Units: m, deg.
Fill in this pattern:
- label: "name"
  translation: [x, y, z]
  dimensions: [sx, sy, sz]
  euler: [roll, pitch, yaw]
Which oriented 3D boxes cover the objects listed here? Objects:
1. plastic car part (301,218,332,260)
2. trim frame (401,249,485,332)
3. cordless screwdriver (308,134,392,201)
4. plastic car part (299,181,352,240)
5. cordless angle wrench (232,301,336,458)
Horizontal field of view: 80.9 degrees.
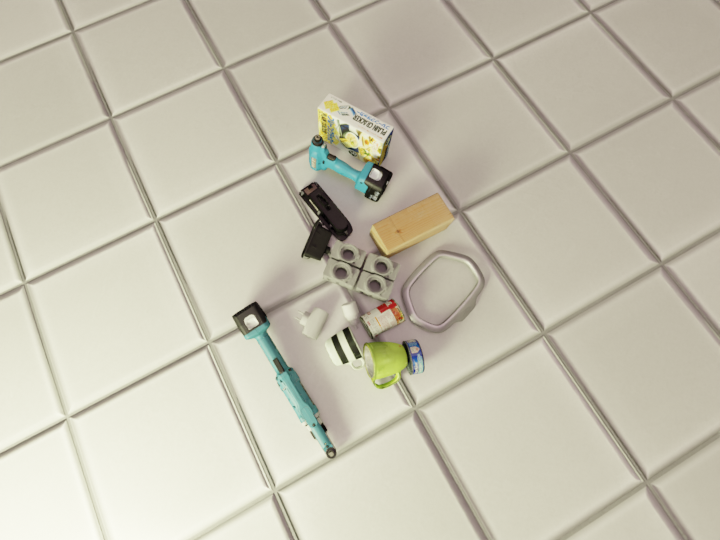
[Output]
- label: "plastic car part"
  translation: [-0.116, -0.076, 1.191]
  dimensions: [0.070, 0.067, 0.117]
  euler: [21, 77, -10]
- label: "trim frame"
  translation: [0.226, 0.054, 1.155]
  dimensions: [0.189, 0.027, 0.247]
  euler: [41, 76, 13]
- label: "cordless screwdriver"
  translation: [-0.035, -0.297, 1.204]
  dimensions: [0.252, 0.157, 0.074]
  euler: [27, 75, 6]
- label: "plastic car part"
  translation: [-0.094, -0.178, 1.220]
  dimensions: [0.065, 0.066, 0.207]
  euler: [-34, 78, -18]
- label: "cordless angle wrench"
  translation: [-0.184, 0.277, 1.069]
  dimensions: [0.074, 0.097, 0.431]
  euler: [-32, 79, -10]
